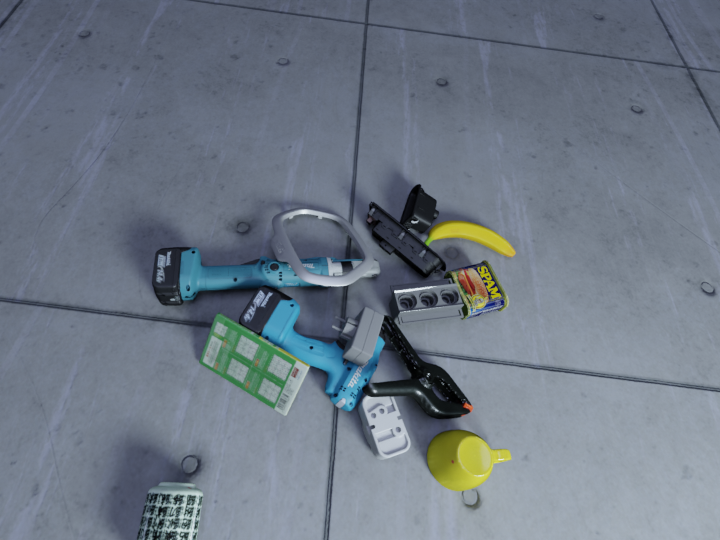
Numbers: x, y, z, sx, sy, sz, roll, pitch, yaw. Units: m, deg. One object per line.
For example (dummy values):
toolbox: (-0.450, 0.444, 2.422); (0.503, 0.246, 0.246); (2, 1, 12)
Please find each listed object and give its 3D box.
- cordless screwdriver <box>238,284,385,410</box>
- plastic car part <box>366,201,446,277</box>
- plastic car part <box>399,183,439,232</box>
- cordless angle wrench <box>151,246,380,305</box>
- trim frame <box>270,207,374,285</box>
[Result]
cordless screwdriver: (-0.083, 0.112, 0.751); (0.253, 0.073, 0.159); (31, 60, 8)
plastic car part: (0.085, -0.056, 0.866); (0.209, 0.065, 0.067); (37, 73, 15)
plastic car part: (0.135, -0.130, 0.919); (0.070, 0.066, 0.117); (29, 57, -9)
cordless angle wrench: (-0.167, 0.005, 0.807); (0.417, 0.073, 0.101); (-2, 57, -9)
trim frame: (-0.081, -0.053, 0.827); (0.178, 0.027, 0.262); (-8, 44, -24)
